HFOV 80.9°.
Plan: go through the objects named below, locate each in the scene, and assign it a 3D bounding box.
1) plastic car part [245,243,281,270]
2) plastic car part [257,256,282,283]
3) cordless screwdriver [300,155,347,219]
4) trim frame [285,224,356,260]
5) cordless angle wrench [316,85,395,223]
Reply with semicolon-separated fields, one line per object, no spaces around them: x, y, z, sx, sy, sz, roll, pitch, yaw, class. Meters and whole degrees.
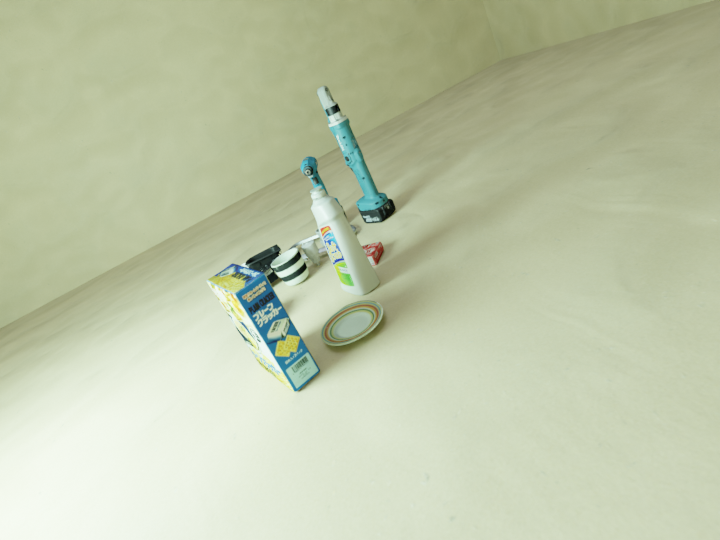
-0.290;-0.022;1.303;0.115;0.069;0.069;-31;22;-9;plastic car part
-0.297;0.038;1.192;0.200;0.065;0.069;-35;23;-17;plastic car part
-0.124;-0.246;1.372;0.075;0.241;0.163;-24;21;7;cordless screwdriver
-0.128;-0.084;1.313;0.252;0.026;0.188;-22;24;12;trim frame
-0.023;-0.338;1.243;0.073;0.410;0.103;-39;23;-32;cordless angle wrench
